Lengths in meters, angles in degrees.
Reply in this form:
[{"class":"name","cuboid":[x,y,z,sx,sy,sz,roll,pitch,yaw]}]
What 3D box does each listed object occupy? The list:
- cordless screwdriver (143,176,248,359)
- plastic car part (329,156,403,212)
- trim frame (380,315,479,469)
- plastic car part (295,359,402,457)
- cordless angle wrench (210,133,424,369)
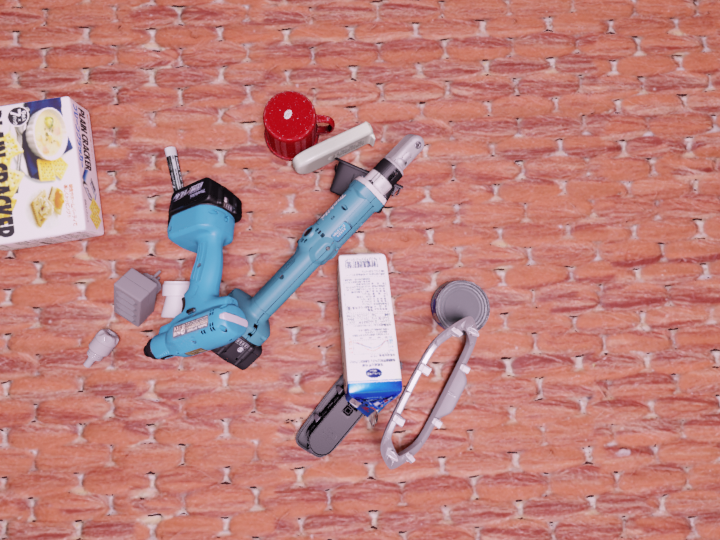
[{"class":"cordless screwdriver","cuboid":[-0.242,-0.001,0.607,0.163,0.070,0.257,-22,60,21]},{"class":"plastic car part","cuboid":[0.002,-0.129,0.683,0.117,0.066,0.070,21,99,2]},{"class":"trim frame","cuboid":[0.106,0.178,0.610,0.029,0.174,0.248,25,89,36]},{"class":"plastic car part","cuboid":[-0.016,0.207,0.648,0.065,0.068,0.203,42,88,-8]},{"class":"cordless angle wrench","cuboid":[-0.060,-0.040,0.618,0.423,0.102,0.071,-46,119,3]}]
